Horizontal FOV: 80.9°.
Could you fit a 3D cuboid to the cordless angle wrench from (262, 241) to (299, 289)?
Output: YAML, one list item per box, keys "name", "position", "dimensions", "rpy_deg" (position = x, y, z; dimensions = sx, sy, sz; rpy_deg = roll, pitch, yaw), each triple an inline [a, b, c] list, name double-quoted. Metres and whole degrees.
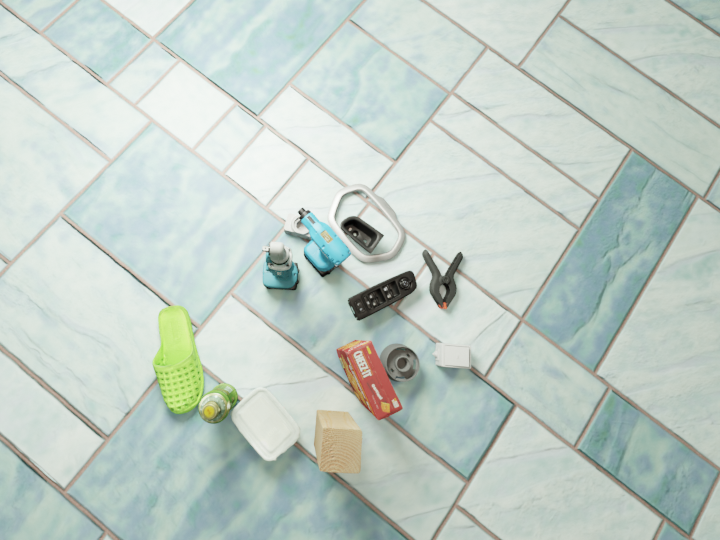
- name: "cordless angle wrench"
  position: [-0.185, -0.011, 0.973]
  dimensions: [0.097, 0.423, 0.075]
  rpy_deg: [4, 81, -9]

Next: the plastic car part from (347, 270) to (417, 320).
- name: "plastic car part"
  position: [0.062, 0.066, 1.156]
  dimensions: [0.201, 0.067, 0.067]
  rpy_deg: [-26, 84, -9]

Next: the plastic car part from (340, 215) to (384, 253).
- name: "plastic car part"
  position: [-0.004, -0.102, 1.184]
  dimensions: [0.117, 0.071, 0.066]
  rpy_deg: [37, 78, 2]

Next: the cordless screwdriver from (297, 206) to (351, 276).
- name: "cordless screwdriver"
  position: [-0.106, -0.069, 1.080]
  dimensions: [0.074, 0.249, 0.160]
  rpy_deg: [-40, 88, -12]

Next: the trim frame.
- name: "trim frame"
  position: [0.017, -0.136, 1.215]
  dimensions: [0.183, 0.027, 0.251]
  rpy_deg: [-40, 84, -11]
